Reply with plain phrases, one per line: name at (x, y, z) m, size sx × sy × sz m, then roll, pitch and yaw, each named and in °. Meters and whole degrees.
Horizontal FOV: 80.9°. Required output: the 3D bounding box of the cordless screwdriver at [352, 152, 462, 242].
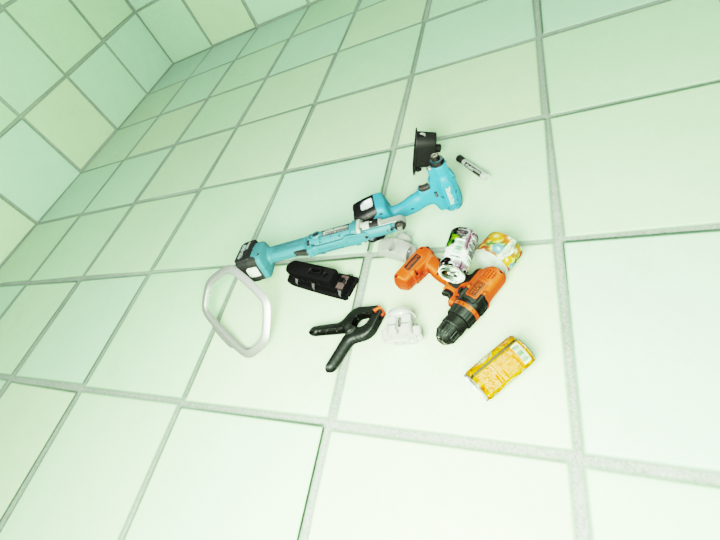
cordless screwdriver at (0.100, -0.169, 0.986) m, size 0.254 × 0.151 × 0.077 m, roll -20°, pitch 45°, yaw 17°

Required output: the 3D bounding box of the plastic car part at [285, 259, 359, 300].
plastic car part at (-0.109, 0.016, 1.022) m, size 0.214 × 0.063 × 0.066 m, roll 10°, pitch 65°, yaw 39°

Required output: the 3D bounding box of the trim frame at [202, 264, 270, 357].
trim frame at (-0.302, 0.097, 1.023) m, size 0.261 × 0.026 × 0.183 m, roll 35°, pitch 104°, yaw 28°

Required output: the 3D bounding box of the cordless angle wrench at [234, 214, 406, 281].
cordless angle wrench at (-0.098, -0.064, 1.004) m, size 0.434 × 0.071 × 0.100 m, roll -13°, pitch 36°, yaw 20°

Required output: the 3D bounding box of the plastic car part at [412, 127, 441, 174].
plastic car part at (0.173, -0.315, 1.107) m, size 0.071 × 0.113 × 0.067 m, roll 4°, pitch 51°, yaw 3°
